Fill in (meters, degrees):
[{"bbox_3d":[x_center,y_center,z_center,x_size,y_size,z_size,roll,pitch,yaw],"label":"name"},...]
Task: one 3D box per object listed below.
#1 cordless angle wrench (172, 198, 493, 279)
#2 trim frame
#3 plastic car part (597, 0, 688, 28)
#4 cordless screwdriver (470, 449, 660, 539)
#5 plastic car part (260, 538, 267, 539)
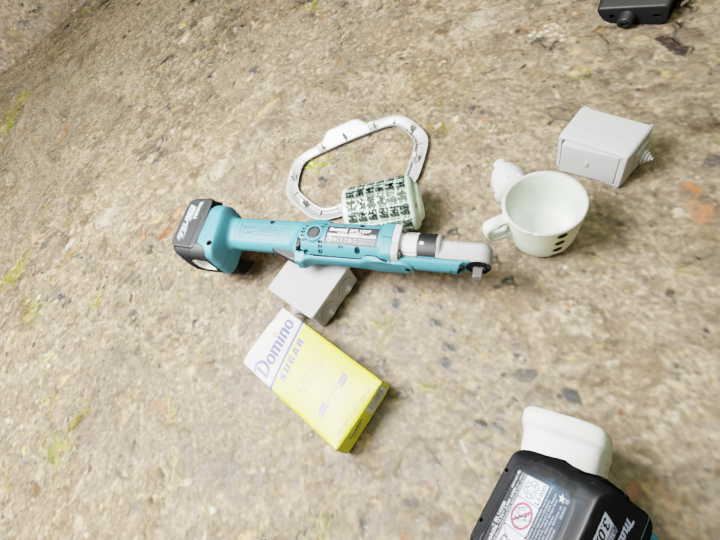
[{"bbox_3d":[-0.054,-0.035,0.555,0.440,0.070,0.099,6,65,24],"label":"cordless angle wrench"},{"bbox_3d":[-0.012,-0.175,0.696,0.253,0.026,0.191,-20,56,14],"label":"trim frame"},{"bbox_3d":[0.406,-0.391,0.617,0.123,0.062,0.071,19,86,34],"label":"plastic car part"},{"bbox_3d":[0.189,0.244,0.276,0.244,0.075,0.159,34,76,-9],"label":"cordless screwdriver"},{"bbox_3d":[-0.048,0.352,0.400,0.213,0.064,0.066,23,66,29],"label":"plastic car part"}]
